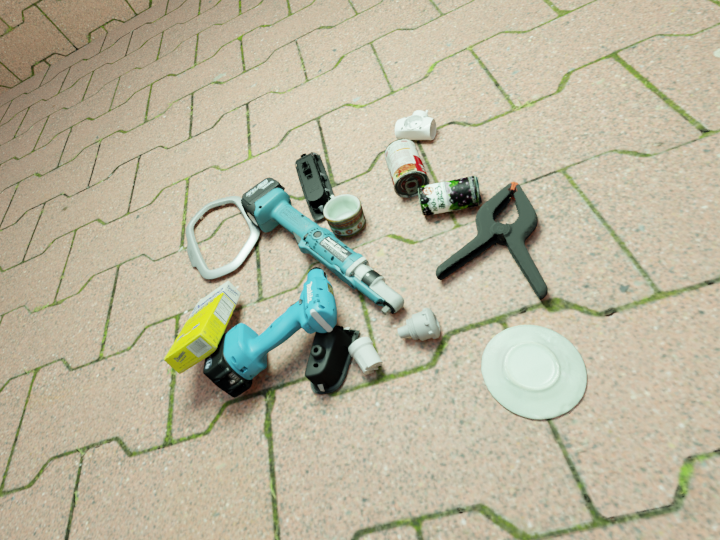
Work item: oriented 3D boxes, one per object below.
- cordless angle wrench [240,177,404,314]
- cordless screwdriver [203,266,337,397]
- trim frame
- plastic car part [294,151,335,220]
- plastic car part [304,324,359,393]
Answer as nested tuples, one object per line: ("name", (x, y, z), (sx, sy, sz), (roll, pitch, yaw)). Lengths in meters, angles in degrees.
("cordless angle wrench", (-0.080, -0.052, 0.816), (0.097, 0.071, 0.447), (-40, 53, -18))
("cordless screwdriver", (-0.150, 0.095, 0.727), (0.251, 0.071, 0.165), (-35, 27, 12))
("trim frame", (-0.327, -0.082, 0.982), (0.184, 0.026, 0.262), (-36, 53, -1))
("plastic car part", (-0.104, -0.199, 0.932), (0.066, 0.064, 0.212), (-21, 55, 2))
("plastic car part", (-0.055, 0.134, 0.683), (0.069, 0.067, 0.118), (2, 57, 28))
